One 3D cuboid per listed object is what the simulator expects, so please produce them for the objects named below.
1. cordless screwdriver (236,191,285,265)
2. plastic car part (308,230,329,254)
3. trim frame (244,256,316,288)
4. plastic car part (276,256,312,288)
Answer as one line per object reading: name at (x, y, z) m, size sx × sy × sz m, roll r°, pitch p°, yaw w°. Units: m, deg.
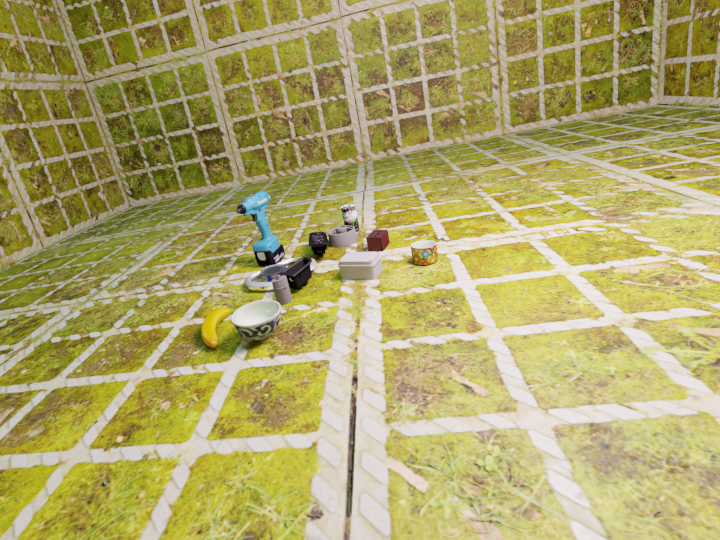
cordless screwdriver at (-0.346, -0.133, 1.445) m, size 0.077 × 0.242 × 0.157 m, roll -2°, pitch 22°, yaw 24°
plastic car part at (-0.145, -0.095, 1.480) m, size 0.066 × 0.065 × 0.209 m, roll -13°, pitch 22°, yaw -3°
trim frame at (-0.252, 0.006, 1.347) m, size 0.242 × 0.027 × 0.194 m, roll -28°, pitch 27°, yaw -33°
plastic car part at (-0.177, 0.015, 1.232) m, size 0.069 × 0.069 × 0.114 m, roll 4°, pitch 26°, yaw 35°
